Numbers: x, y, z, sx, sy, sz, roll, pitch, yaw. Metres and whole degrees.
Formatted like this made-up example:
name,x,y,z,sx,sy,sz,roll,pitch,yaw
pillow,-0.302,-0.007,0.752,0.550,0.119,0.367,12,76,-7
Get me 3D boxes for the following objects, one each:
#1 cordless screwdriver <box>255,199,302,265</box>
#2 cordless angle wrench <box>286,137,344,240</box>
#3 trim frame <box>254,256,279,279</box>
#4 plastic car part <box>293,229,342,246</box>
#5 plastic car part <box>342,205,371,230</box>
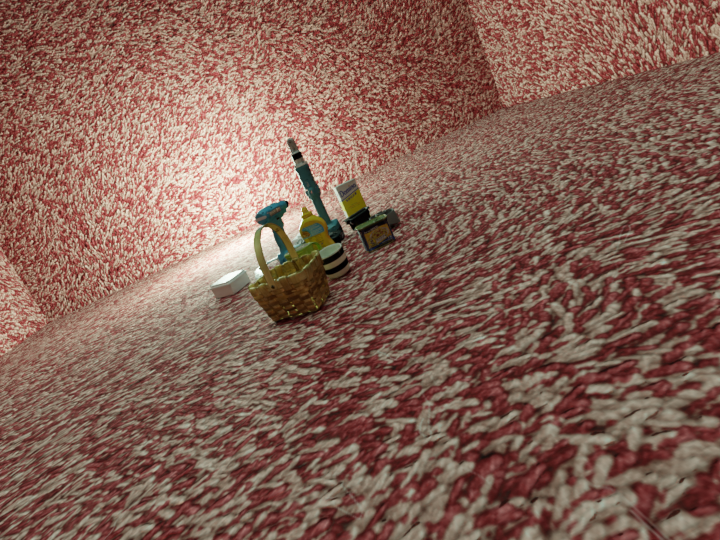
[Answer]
name,x,y,z,sx,sy,sz,roll,pitch,yaw
cordless screwdriver,-0.252,-0.115,1.441,0.077,0.243,0.157,-16,16,34
cordless angle wrench,-0.178,-0.298,1.589,0.075,0.414,0.098,-22,13,13
trim frame,-0.324,-0.019,1.626,0.181,0.027,0.259,-32,18,-20
plastic car part,-0.153,-0.100,1.561,0.210,0.065,0.065,-15,18,31
plastic car part,0.002,-0.190,1.605,0.114,0.069,0.069,-33,17,-27
